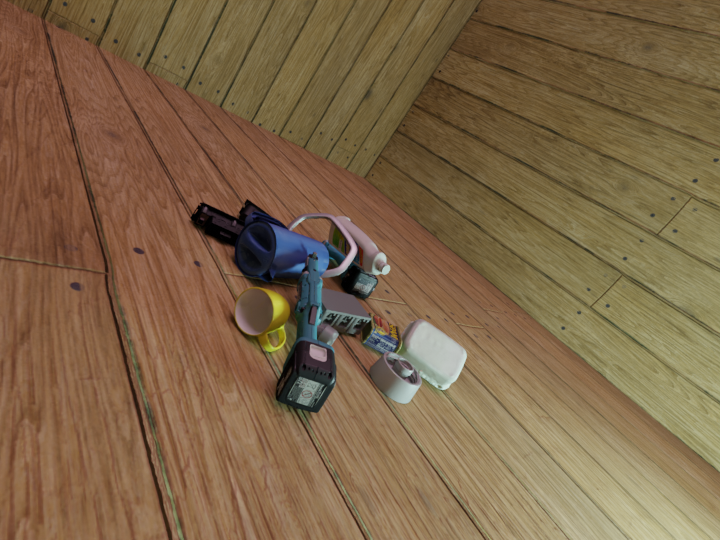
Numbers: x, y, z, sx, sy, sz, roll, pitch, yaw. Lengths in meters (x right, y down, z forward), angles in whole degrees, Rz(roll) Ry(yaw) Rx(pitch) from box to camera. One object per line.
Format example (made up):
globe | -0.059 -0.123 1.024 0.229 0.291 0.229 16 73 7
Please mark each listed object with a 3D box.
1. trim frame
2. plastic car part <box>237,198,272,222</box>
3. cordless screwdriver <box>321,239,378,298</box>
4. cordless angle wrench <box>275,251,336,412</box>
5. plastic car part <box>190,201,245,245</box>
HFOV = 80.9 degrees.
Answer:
trim frame | -0.120 -0.079 1.228 0.261 0.181 0.026 54 -17 31
plastic car part | -0.311 -0.143 1.242 0.116 0.066 0.071 36 32 -5
cordless screwdriver | -0.024 -0.006 1.347 0.151 0.074 0.262 22 17 -34
cordless angle wrench | -0.103 0.082 0.843 0.072 0.097 0.436 21 26 -16
plastic car part | -0.327 -0.099 1.075 0.193 0.066 0.070 23 30 -30
